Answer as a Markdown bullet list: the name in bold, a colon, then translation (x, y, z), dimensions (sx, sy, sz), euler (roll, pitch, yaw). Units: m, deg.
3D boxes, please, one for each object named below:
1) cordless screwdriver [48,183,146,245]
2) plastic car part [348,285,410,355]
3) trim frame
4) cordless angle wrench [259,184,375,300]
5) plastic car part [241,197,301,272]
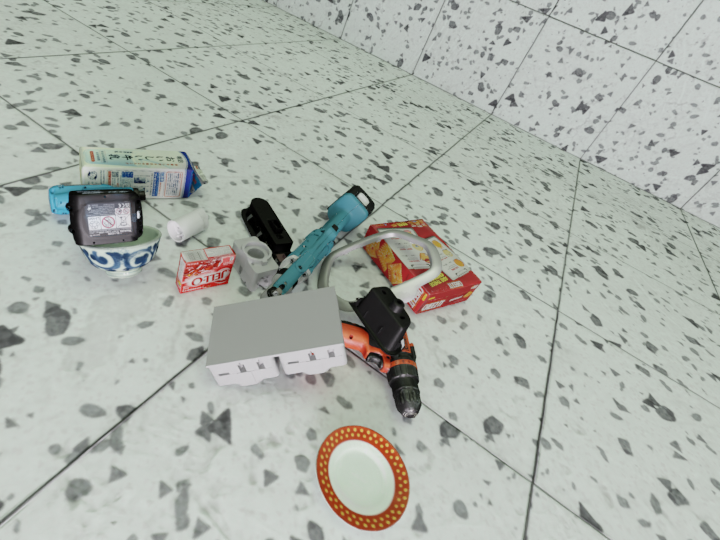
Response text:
- **cordless screwdriver**: translation (-0.412, -0.107, 0.699), dimensions (0.153, 0.073, 0.263), euler (-11, 21, -38)
- **plastic car part**: translation (0.044, 0.070, 0.688), dimensions (0.063, 0.070, 0.123), euler (-4, 40, -35)
- **trim frame**: translation (0.034, -0.003, 0.822), dimensions (0.246, 0.026, 0.194), euler (-22, 45, -10)
- **cordless angle wrench**: translation (-0.081, -0.053, 0.825), dimensions (0.073, 0.100, 0.421), euler (48, 35, -10)
- **plastic car part**: translation (-0.187, -0.081, 0.859), dimensions (0.064, 0.066, 0.214), euler (-13, 47, -31)
